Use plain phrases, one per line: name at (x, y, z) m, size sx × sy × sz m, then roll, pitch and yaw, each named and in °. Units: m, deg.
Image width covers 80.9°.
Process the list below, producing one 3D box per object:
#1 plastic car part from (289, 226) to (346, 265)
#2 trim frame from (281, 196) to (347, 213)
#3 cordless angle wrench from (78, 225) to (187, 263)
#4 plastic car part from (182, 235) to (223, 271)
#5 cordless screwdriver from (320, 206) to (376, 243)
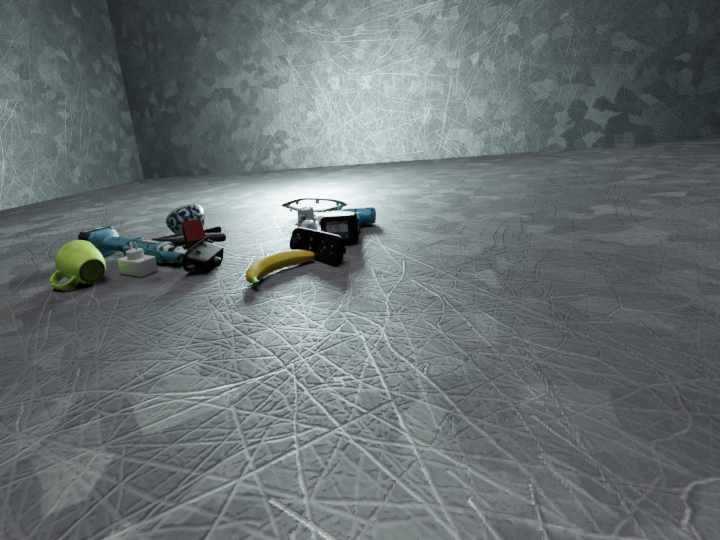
plastic car part at (-0.098, -0.064, 1.000) m, size 0.064 × 0.065 × 0.214 m, roll -8°, pitch 16°, yaw -41°
trim frame at (-0.150, -0.207, 1.368) m, size 0.176 × 0.028 × 0.258 m, roll 4°, pitch -4°, yaw -32°
cordless angle wrench at (-0.587, -0.058, 1.120) m, size 0.443 × 0.073 × 0.095 m, roll 8°, pitch 23°, yaw 30°
plastic car part at (-0.359, -0.029, 0.992) m, size 0.071 × 0.065 × 0.117 m, roll 11°, pitch 23°, yaw 3°
cordless screwdriver at (-0.056, -0.135, 1.175) m, size 0.163 × 0.073 × 0.246 m, roll -1°, pitch 16°, yaw 15°
